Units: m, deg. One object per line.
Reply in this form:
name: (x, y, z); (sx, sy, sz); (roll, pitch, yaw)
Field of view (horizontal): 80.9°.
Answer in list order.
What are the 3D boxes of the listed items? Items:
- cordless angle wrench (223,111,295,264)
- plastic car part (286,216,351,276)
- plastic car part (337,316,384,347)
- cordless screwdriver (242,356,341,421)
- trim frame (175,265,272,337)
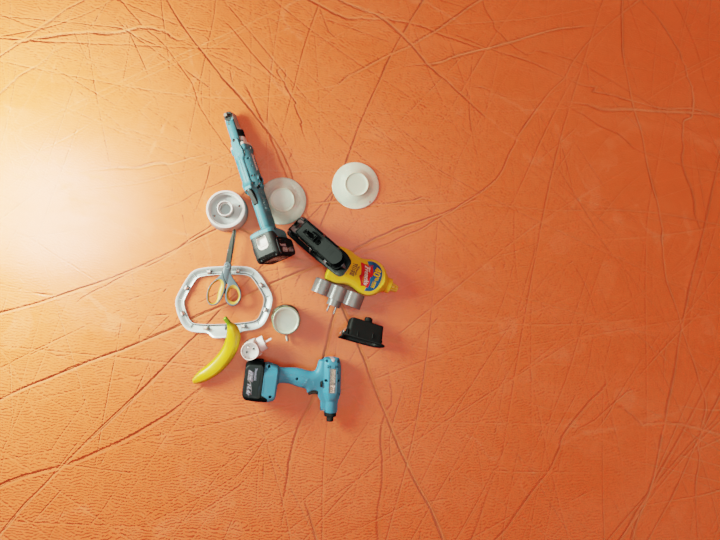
cordless angle wrench: (-0.280, -0.225, 1.099); (0.076, 0.094, 0.430); (-24, 78, 19)
plastic car part: (-0.106, -0.069, 1.080); (0.066, 0.065, 0.211); (-43, 69, -15)
plastic car part: (0.008, 0.156, 1.107); (0.115, 0.066, 0.072); (14, 70, -8)
cordless screwdriver: (-0.172, 0.300, 1.068); (0.245, 0.075, 0.160); (2, 85, -9)
trim frame: (-0.354, 0.080, 1.096); (0.246, 0.028, 0.185); (-1, 86, -7)
